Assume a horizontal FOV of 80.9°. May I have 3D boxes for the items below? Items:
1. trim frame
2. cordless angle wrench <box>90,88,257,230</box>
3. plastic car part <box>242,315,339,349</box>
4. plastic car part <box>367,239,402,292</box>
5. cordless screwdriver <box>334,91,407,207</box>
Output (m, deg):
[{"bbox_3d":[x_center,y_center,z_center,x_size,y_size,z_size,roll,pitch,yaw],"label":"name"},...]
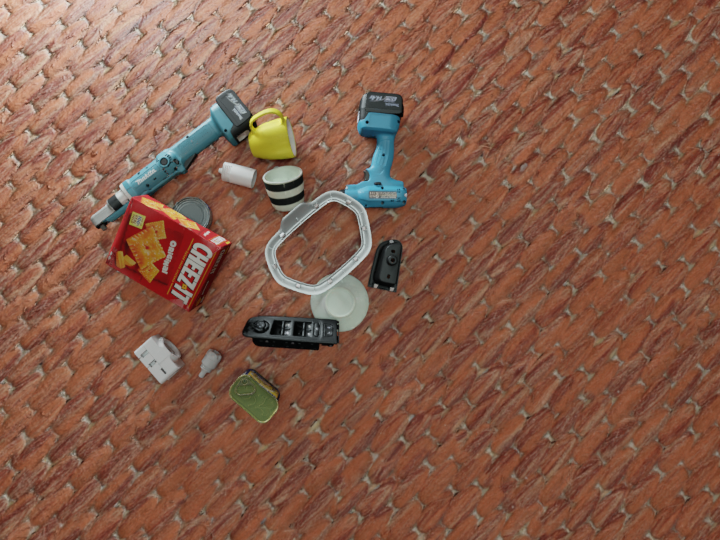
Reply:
[{"bbox_3d":[-0.089,-0.059,0.915,0.249,0.028,0.183,-40,93,3],"label":"trim frame"},{"bbox_3d":[-0.422,-0.233,0.936,0.422,0.074,0.098,-38,88,-1],"label":"cordless angle wrench"},{"bbox_3d":[-0.149,0.136,0.907,0.202,0.065,0.068,6,47,-3],"label":"plastic car part"},{"bbox_3d":[0.062,-0.014,0.917,0.066,0.071,0.116,12,88,-4],"label":"plastic car part"},{"bbox_3d":[0.020,-0.263,0.939,0.159,0.074,0.249,0,89,-1],"label":"cordless screwdriver"}]
